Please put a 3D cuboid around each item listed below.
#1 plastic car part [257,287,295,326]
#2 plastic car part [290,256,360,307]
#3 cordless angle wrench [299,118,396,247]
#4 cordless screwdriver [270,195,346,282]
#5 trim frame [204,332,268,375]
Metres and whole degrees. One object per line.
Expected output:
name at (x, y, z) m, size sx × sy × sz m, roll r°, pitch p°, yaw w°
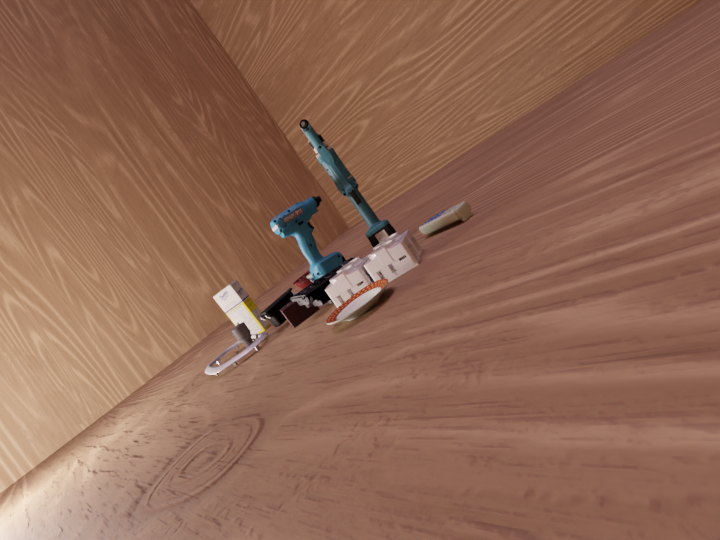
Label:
plastic car part at (-0.201, 0.104, 1.110) m, size 0.114 × 0.070 × 0.067 m, roll -39°, pitch 6°, yaw -34°
plastic car part at (-0.063, 0.030, 0.979) m, size 0.199 × 0.066 × 0.068 m, roll -40°, pitch 7°, yaw -35°
cordless angle wrench at (-0.038, -0.235, 1.157) m, size 0.075 × 0.421 × 0.097 m, roll -35°, pitch 2°, yaw 8°
cordless screwdriver at (-0.110, -0.072, 1.129) m, size 0.157 × 0.248 × 0.076 m, roll -37°, pitch 3°, yaw -25°
trim frame at (-0.327, 0.217, 1.122) m, size 0.181 × 0.027 × 0.255 m, roll -40°, pitch 9°, yaw -29°
